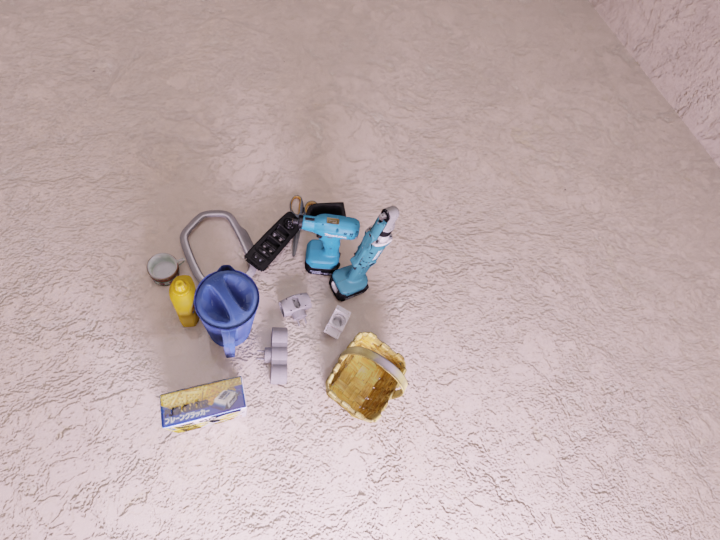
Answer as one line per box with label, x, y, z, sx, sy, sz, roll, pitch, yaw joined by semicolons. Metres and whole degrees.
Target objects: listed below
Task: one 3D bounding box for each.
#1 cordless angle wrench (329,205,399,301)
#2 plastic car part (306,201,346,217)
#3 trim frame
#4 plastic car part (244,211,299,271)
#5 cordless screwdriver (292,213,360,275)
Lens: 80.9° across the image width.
cordless angle wrench;0.013;-0.036;0.996;0.096;0.420;0.076;-20;74;-22
plastic car part;-0.106;-0.155;1.230;0.114;0.070;0.068;-4;67;-13
trim frame;-0.386;-0.059;1.158;0.180;0.027;0.256;-24;71;-20
plastic car part;-0.236;-0.078;1.171;0.067;0.066;0.202;33;63;4
cordless screwdriver;-0.106;-0.070;1.089;0.157;0.247;0.076;8;65;-10
